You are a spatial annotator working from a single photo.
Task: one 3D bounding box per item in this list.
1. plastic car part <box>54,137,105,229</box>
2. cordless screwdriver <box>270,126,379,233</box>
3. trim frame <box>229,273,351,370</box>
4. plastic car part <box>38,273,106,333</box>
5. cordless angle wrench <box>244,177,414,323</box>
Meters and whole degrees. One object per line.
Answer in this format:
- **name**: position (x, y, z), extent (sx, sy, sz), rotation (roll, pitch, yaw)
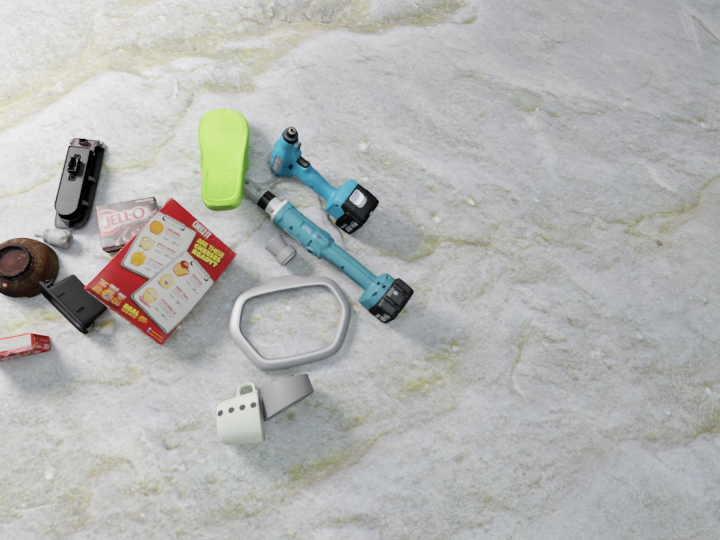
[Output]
- **plastic car part**: position (-0.556, -0.178, 0.830), extent (0.064, 0.068, 0.206), rotation (6, 74, -21)
- **cordless screwdriver**: position (-0.078, -0.191, 0.884), extent (0.248, 0.160, 0.074), rotation (38, 68, -2)
- **trim frame**: position (-0.137, 0.097, 0.847), extent (0.244, 0.027, 0.188), rotation (-11, 76, -14)
- **plastic car part**: position (-0.510, 0.054, 0.766), extent (0.116, 0.066, 0.070), rotation (42, 54, -2)
- **cordless angle wrench**: position (-0.086, -0.056, 0.877), extent (0.428, 0.097, 0.074), rotation (39, 71, 6)
